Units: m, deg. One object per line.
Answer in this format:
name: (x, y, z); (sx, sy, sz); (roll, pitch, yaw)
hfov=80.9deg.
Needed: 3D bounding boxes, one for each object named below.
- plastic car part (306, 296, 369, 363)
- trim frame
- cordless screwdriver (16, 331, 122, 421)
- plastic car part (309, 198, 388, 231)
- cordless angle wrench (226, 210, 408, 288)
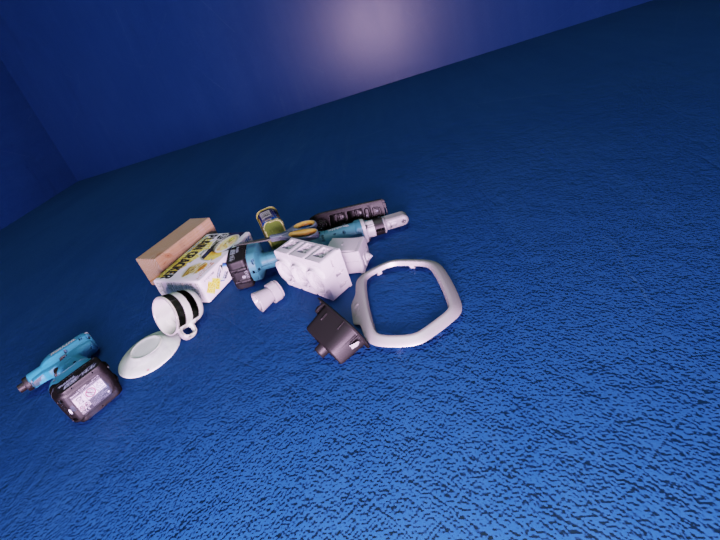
plastic car part: (-0.048, 0.108, 0.695); (0.070, 0.063, 0.123); (-42, 38, -9)
trim frame: (0.071, 0.048, 0.743); (0.185, 0.026, 0.257); (-17, 33, 4)
cordless screwdriver: (-0.570, 0.212, 0.817); (0.262, 0.071, 0.157); (12, 43, 47)
plastic car part: (-0.032, -0.130, 1.049); (0.207, 0.064, 0.067); (-11, 21, 15)
cordless angle wrench: (-0.095, -0.062, 0.975); (0.424, 0.071, 0.101); (-16, 30, 2)
